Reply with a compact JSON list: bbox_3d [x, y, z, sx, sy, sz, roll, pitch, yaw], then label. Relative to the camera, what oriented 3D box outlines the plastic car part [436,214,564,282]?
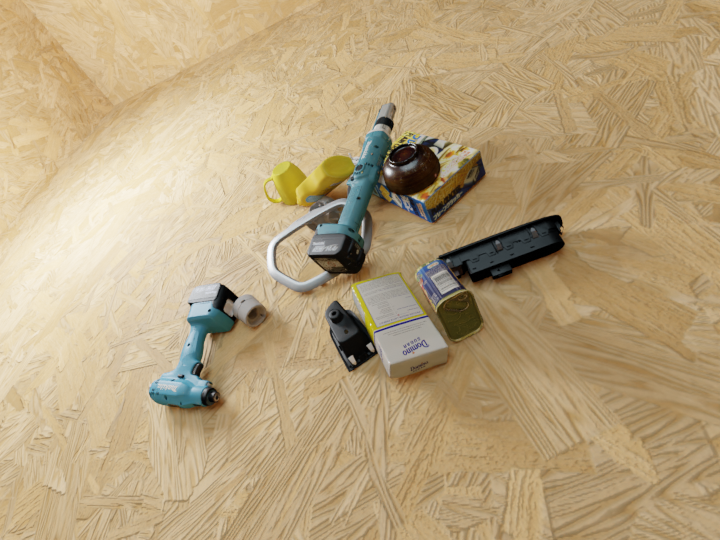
[{"bbox_3d":[0.229,-0.029,0.673,0.205,0.063,0.070,-25,52,10],"label":"plastic car part"}]

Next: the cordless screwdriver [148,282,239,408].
[{"bbox_3d":[-0.308,0.147,0.843,0.165,0.070,0.253,-6,53,28],"label":"cordless screwdriver"}]

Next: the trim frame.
[{"bbox_3d":[-0.087,-0.057,0.893,0.249,0.026,0.193,-33,58,5],"label":"trim frame"}]

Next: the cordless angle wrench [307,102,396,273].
[{"bbox_3d":[0.009,-0.194,0.875,0.103,0.070,0.427,-2,58,38],"label":"cordless angle wrench"}]

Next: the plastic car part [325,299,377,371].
[{"bbox_3d":[-0.027,0.097,0.713,0.066,0.067,0.123,-34,44,-4],"label":"plastic car part"}]
